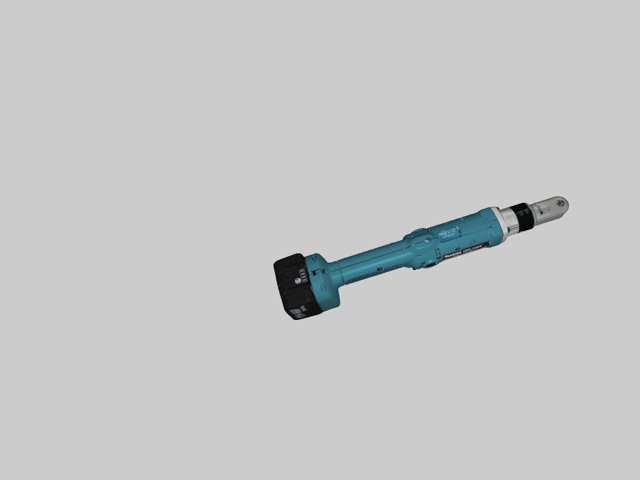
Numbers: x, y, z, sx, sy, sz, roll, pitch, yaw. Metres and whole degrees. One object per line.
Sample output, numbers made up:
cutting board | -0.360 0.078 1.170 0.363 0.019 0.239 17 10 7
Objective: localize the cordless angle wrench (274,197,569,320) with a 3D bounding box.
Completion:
cordless angle wrench | 0.147 0.013 0.608 0.423 0.074 0.098 -18 -23 2
